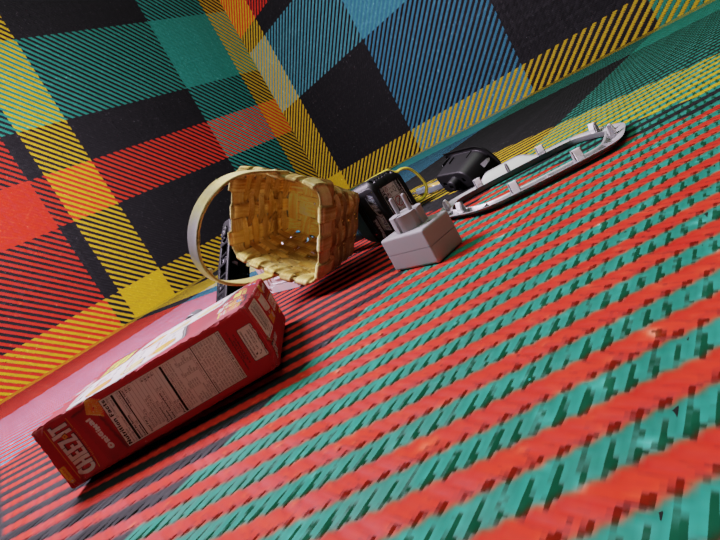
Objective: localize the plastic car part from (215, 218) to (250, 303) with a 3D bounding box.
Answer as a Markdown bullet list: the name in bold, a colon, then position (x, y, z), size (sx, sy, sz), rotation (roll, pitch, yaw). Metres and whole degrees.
- **plastic car part**: position (-0.263, -0.014, 0.876), size (0.065, 0.208, 0.067), rotation (2, -22, -25)

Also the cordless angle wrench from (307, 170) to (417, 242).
- **cordless angle wrench**: position (-0.076, -0.050, 0.778), size (0.073, 0.097, 0.436), rotation (-35, 8, -40)

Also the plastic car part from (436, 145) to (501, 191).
- **plastic car part**: position (0.176, -0.168, 0.735), size (0.071, 0.064, 0.120), rotation (-47, 17, -9)

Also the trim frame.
- **trim frame**: position (0.216, -0.132, 0.559), size (0.251, 0.027, 0.184), rotation (-29, 11, 13)

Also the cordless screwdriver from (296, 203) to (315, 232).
- **cordless screwdriver**: position (-0.131, -0.094, 0.877), size (0.257, 0.076, 0.151), rotation (-13, -20, 26)
